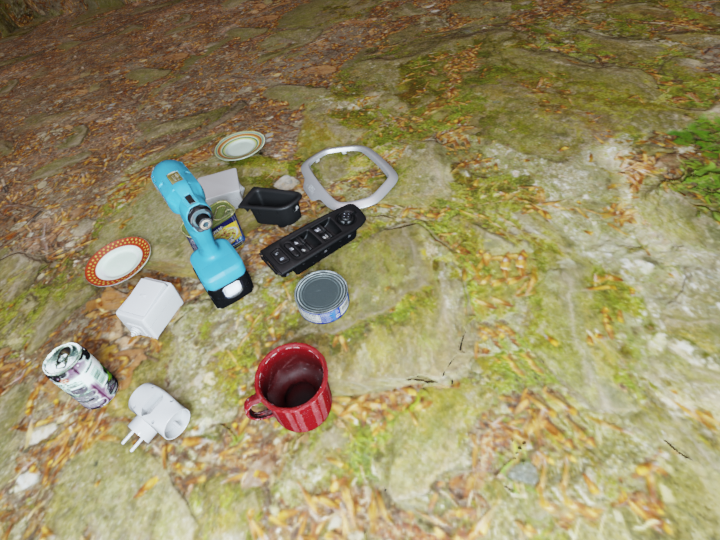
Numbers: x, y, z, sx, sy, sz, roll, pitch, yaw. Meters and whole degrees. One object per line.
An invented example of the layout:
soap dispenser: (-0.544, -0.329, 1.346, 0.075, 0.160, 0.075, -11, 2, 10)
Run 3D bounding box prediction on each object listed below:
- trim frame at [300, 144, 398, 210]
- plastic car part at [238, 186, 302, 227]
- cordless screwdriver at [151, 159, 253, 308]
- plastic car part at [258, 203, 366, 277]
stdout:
trim frame: (-0.031, -0.202, 0.901, 0.182, 0.026, 0.262, -25, 47, -11)
plastic car part: (-0.166, -0.116, 0.822, 0.121, 0.068, 0.066, 11, 50, 20)
cordless screwdriver: (-0.230, -0.037, 0.644, 0.073, 0.239, 0.168, -31, 50, -19)
plastic car part: (-0.072, -0.047, 0.740, 0.200, 0.064, 0.070, -36, 51, -21)
